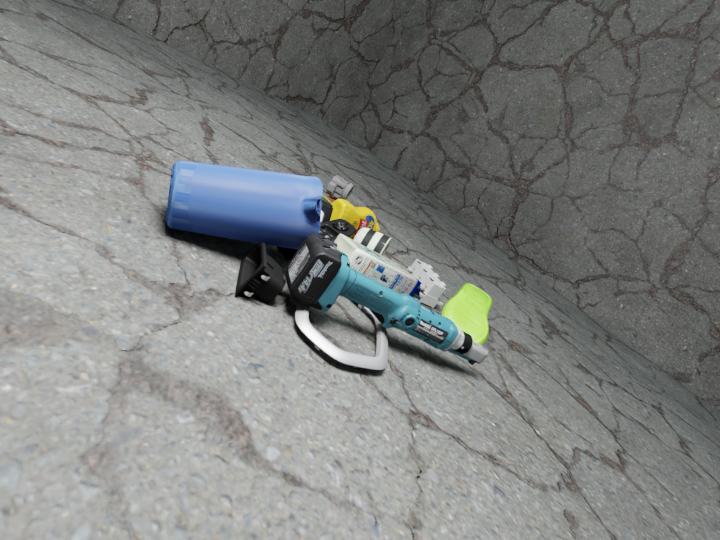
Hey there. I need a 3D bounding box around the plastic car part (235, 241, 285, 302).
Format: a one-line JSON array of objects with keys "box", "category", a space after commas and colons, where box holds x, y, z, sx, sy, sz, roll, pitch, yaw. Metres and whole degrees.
[{"box": [-0.149, 0.007, 0.664, 0.068, 0.066, 0.120, 43, 12, -22], "category": "plastic car part"}]

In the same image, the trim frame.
[{"box": [-0.033, 0.079, 0.707, 0.182, 0.027, 0.252, 31, 21, -8], "category": "trim frame"}]

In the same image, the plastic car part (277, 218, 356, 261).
[{"box": [-0.083, -0.054, 0.850, 0.070, 0.065, 0.197, 26, 37, 30], "category": "plastic car part"}]

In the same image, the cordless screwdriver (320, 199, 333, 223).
[{"box": [-0.170, -0.142, 0.871, 0.237, 0.074, 0.166, 19, -5, -30], "category": "cordless screwdriver"}]

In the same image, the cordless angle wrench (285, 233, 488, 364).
[{"box": [0.071, 0.074, 0.722, 0.405, 0.098, 0.077, 28, 17, -24], "category": "cordless angle wrench"}]
